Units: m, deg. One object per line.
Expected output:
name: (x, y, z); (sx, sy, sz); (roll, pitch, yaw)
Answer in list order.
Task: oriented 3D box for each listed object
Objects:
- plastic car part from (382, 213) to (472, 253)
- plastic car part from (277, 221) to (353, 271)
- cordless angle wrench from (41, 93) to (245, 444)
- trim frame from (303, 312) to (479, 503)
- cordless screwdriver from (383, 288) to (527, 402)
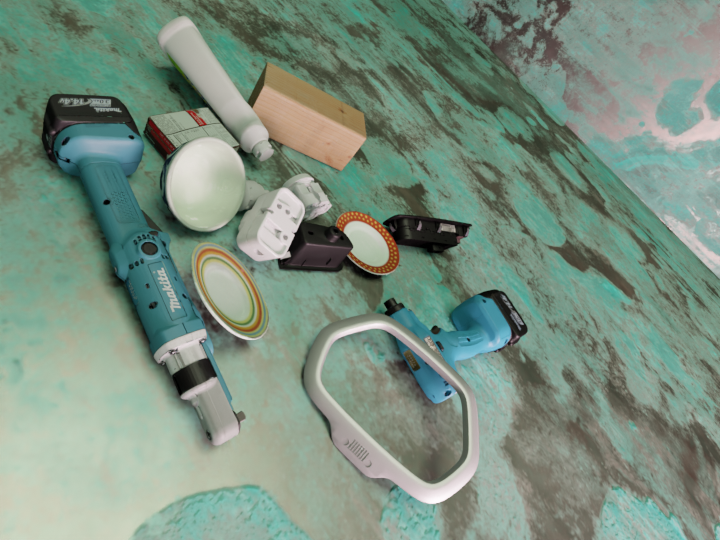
plastic car part: (0.126, -0.069, 0.810); (0.193, 0.069, 0.068); (9, 78, -35)
plastic car part: (-0.061, -0.040, 0.626); (0.111, 0.071, 0.068); (5, 56, -32)
cordless angle wrench: (-0.239, -0.013, 0.468); (0.094, 0.075, 0.434); (-16, 69, -45)
trim frame: (0.042, 0.161, 0.533); (0.253, 0.027, 0.182); (40, 55, 9)
cordless screwdriver: (0.151, 0.089, 0.682); (0.239, 0.075, 0.164); (-17, 68, -41)
